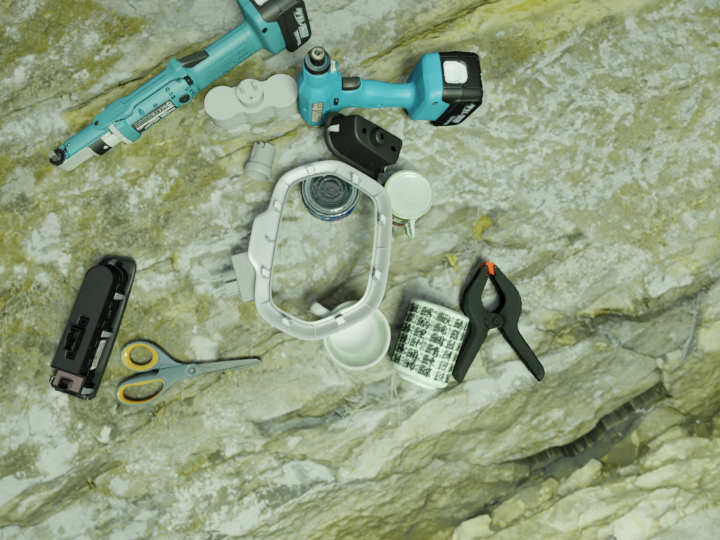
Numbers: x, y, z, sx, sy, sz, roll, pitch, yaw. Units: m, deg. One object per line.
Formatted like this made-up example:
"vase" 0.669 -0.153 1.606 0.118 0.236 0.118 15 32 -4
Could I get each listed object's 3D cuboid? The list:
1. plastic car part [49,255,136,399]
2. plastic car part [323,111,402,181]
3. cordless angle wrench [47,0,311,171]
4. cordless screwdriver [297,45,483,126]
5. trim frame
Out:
"plastic car part" -0.375 0.073 0.582 0.067 0.066 0.204 16 80 6
"plastic car part" 0.011 -0.176 0.580 0.110 0.075 0.066 21 82 -39
"cordless angle wrench" -0.268 -0.271 0.616 0.423 0.096 0.076 -34 79 0
"cordless screwdriver" 0.039 -0.253 0.573 0.248 0.159 0.075 -3 86 -4
"trim frame" -0.054 -0.035 0.551 0.188 0.026 0.252 4 74 12
